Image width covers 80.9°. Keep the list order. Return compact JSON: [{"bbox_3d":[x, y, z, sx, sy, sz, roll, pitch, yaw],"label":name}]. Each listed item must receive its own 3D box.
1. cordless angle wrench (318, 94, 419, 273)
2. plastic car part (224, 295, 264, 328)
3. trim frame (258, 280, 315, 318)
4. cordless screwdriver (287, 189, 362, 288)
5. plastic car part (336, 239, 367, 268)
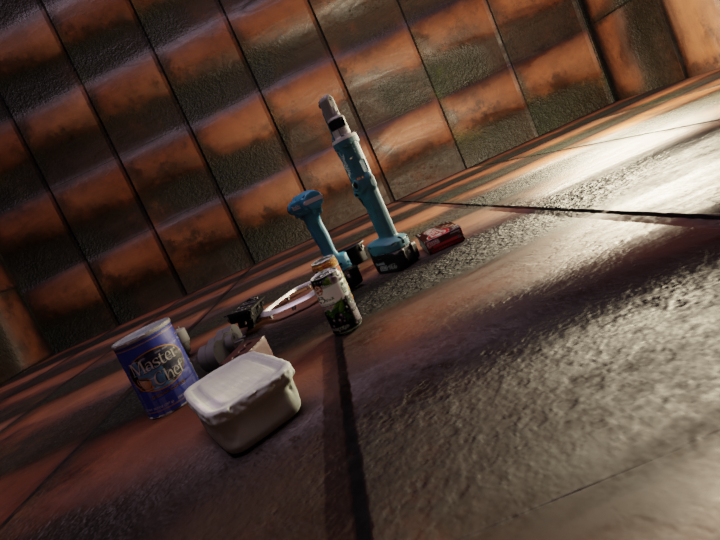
[{"bbox_3d":[0.006,-0.199,0.963,0.072,0.418,0.101,-28,7,-36],"label":"cordless angle wrench"},{"bbox_3d":[-0.275,0.104,1.059,0.066,0.066,0.205,-24,11,1],"label":"plastic car part"},{"bbox_3d":[-0.160,0.067,1.091,0.189,0.027,0.245,-19,12,25],"label":"trim frame"},{"bbox_3d":[-0.098,-0.064,0.999,0.073,0.246,0.164,-27,8,-24],"label":"cordless screwdriver"},{"bbox_3d":[-0.033,-0.030,1.156,0.119,0.070,0.065,-21,9,18],"label":"plastic car part"}]
